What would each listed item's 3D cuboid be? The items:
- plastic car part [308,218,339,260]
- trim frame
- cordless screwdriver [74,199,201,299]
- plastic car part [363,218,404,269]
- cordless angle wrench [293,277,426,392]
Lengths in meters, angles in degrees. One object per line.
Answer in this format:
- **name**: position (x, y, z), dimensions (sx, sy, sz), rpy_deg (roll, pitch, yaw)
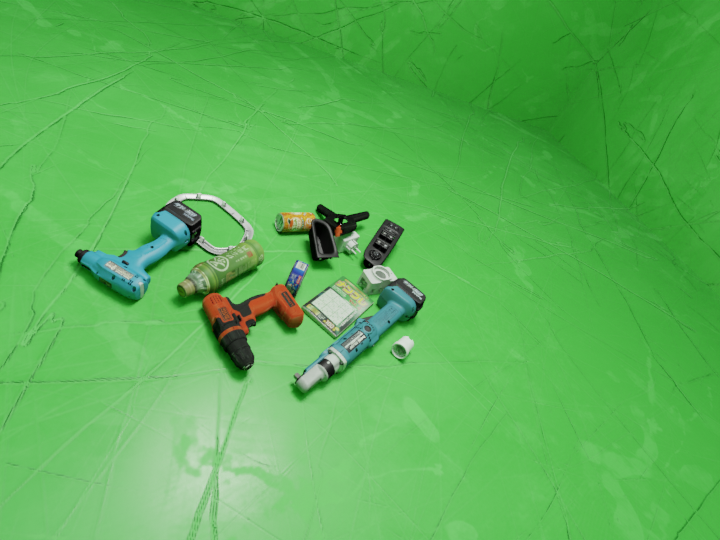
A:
- **plastic car part**: position (-0.111, -0.073, 1.136), dimensions (0.063, 0.071, 0.120), rpy_deg (1, 60, -31)
- **trim frame**: position (-0.387, -0.128, 1.089), dimensions (0.257, 0.027, 0.179), rpy_deg (40, 41, 16)
- **cordless screwdriver**: position (-0.470, -0.060, 0.917), dimensions (0.161, 0.073, 0.249), rpy_deg (27, 46, 3)
- **plastic car part**: position (0.057, -0.070, 1.225), dimensions (0.066, 0.067, 0.202), rpy_deg (35, 42, -1)
- **cordless angle wrench**: position (0.006, 0.144, 0.951), dimensions (0.101, 0.074, 0.412), rpy_deg (39, 42, 16)
